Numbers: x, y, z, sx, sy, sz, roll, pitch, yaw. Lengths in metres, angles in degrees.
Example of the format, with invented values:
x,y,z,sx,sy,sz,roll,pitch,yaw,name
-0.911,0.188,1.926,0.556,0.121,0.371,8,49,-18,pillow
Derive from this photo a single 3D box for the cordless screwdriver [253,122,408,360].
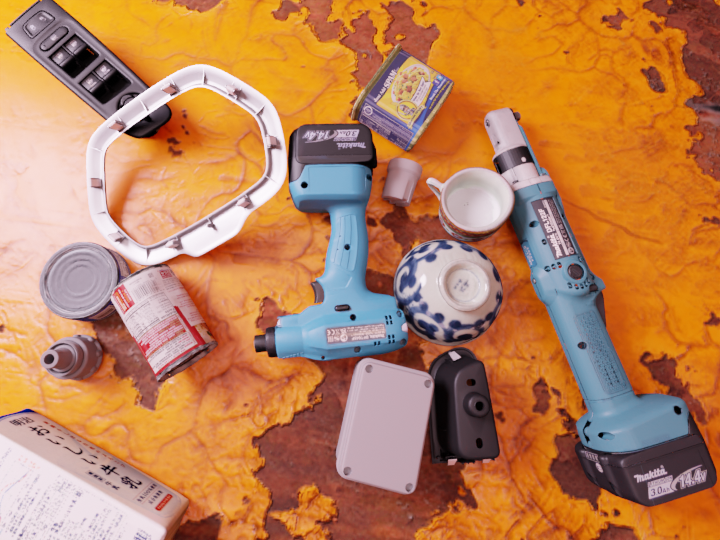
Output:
x,y,z,sx,sy,sz,roll,pitch,yaw,name
-0.045,-0.030,0.461,0.158,0.074,0.251,-7,81,-3,cordless screwdriver

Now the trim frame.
x,y,z,sx,sy,sz,roll,pitch,yaw,name
-0.197,-0.108,0.458,0.251,0.027,0.183,-27,93,10,trim frame

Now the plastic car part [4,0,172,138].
x,y,z,sx,sy,sz,roll,pitch,yaw,name
-0.312,-0.224,0.501,0.204,0.067,0.066,40,72,3,plastic car part

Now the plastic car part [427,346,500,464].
x,y,z,sx,sy,sz,roll,pitch,yaw,name
0.107,0.139,0.425,0.065,0.071,0.118,-2,81,-6,plastic car part

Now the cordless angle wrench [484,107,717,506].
x,y,z,sx,sy,sz,roll,pitch,yaw,name
0.221,0.008,0.460,0.097,0.073,0.432,-15,76,-6,cordless angle wrench
